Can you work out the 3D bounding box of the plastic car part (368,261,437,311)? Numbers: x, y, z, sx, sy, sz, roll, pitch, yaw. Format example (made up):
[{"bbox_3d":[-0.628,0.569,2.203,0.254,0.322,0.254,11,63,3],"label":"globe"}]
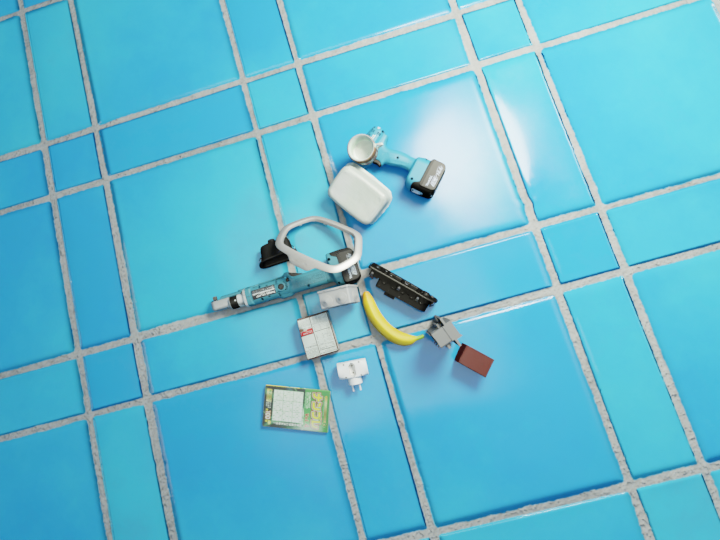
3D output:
[{"bbox_3d":[0.107,0.050,1.125,0.207,0.065,0.067,25,96,9],"label":"plastic car part"}]

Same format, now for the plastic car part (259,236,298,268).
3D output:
[{"bbox_3d":[-0.236,-0.057,1.184,0.117,0.063,0.073,-16,67,6],"label":"plastic car part"}]

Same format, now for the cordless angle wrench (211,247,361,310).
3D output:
[{"bbox_3d":[-0.211,0.043,1.159,0.426,0.073,0.099,-17,82,6],"label":"cordless angle wrench"}]

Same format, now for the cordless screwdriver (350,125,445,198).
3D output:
[{"bbox_3d":[0.096,-0.278,1.169,0.255,0.072,0.159,32,87,13],"label":"cordless screwdriver"}]

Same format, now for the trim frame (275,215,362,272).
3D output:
[{"bbox_3d":[-0.110,-0.072,1.122,0.260,0.026,0.182,24,53,25],"label":"trim frame"}]
